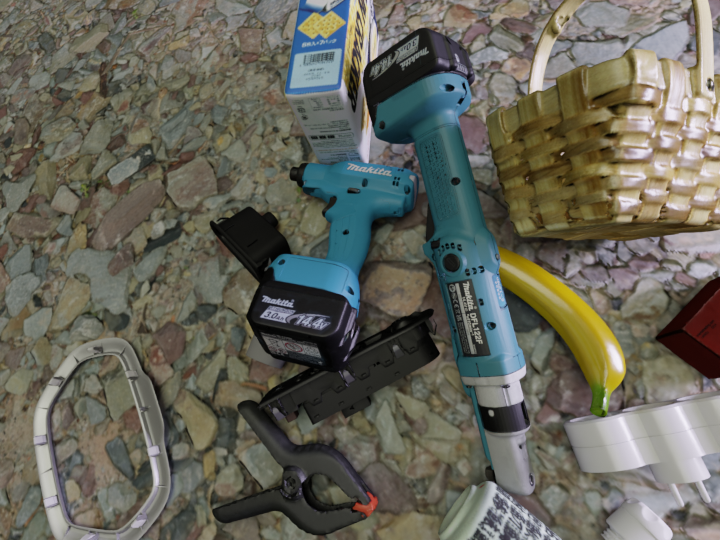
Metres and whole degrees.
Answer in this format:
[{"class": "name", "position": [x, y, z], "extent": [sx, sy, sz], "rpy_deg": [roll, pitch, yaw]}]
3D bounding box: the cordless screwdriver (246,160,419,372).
[{"class": "cordless screwdriver", "position": [-0.045, -0.029, 0.456], "extent": [0.165, 0.071, 0.250], "rpy_deg": [12, 55, 18]}]

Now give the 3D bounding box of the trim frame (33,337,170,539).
[{"class": "trim frame", "position": [-0.316, 0.202, 0.510], "extent": [0.184, 0.026, 0.259], "rpy_deg": [-31, 64, 3]}]

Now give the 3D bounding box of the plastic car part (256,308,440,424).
[{"class": "plastic car part", "position": [-0.003, 0.105, 0.434], "extent": [0.203, 0.064, 0.069], "rpy_deg": [-33, 77, 3]}]

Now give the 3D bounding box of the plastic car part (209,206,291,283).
[{"class": "plastic car part", "position": [-0.131, -0.041, 0.527], "extent": [0.070, 0.063, 0.122], "rpy_deg": [-37, 63, -16]}]

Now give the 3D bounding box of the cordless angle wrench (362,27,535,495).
[{"class": "cordless angle wrench", "position": [0.097, -0.011, 0.400], "extent": [0.101, 0.071, 0.427], "rpy_deg": [-19, 80, 42]}]
